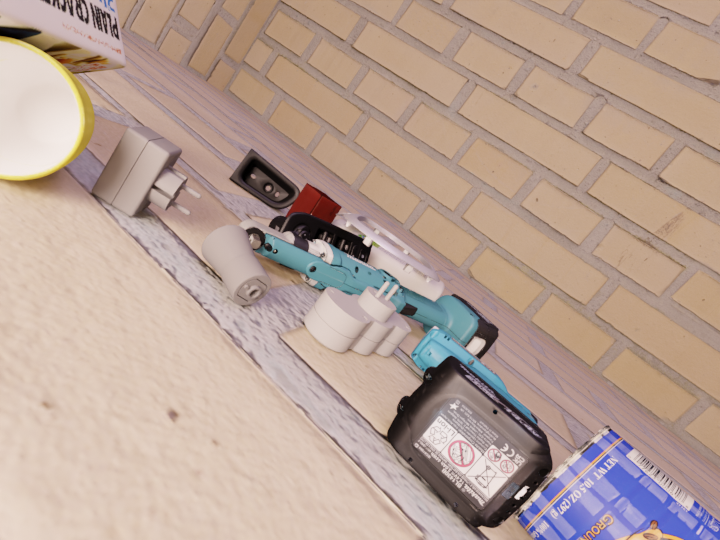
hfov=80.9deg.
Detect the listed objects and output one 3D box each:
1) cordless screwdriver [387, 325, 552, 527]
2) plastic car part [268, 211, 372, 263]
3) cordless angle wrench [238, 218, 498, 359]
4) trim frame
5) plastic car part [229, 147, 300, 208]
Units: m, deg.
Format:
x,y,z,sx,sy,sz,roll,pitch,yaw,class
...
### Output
x,y,z,sx,sy,sz,roll,pitch,yaw,class
0.113,0.133,0.386,0.163,0.074,0.242,39,8,11,cordless screwdriver
-0.058,-0.038,0.593,0.071,0.066,0.192,27,4,31,plastic car part
0.023,0.027,0.559,0.401,0.074,0.103,26,15,-33,cordless angle wrench
0.043,-0.043,0.665,0.185,0.027,0.247,35,11,1,trim frame
-0.170,-0.155,0.761,0.113,0.066,0.073,37,-3,-16,plastic car part
